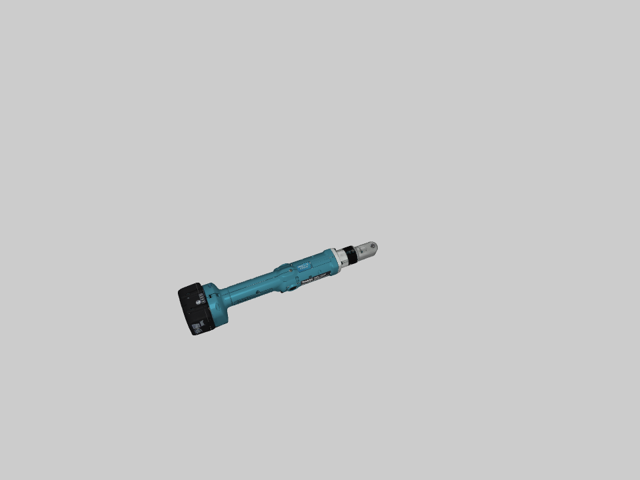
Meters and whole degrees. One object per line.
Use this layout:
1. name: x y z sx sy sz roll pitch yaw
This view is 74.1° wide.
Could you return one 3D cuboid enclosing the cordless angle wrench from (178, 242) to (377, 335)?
1. cordless angle wrench: -0.068 0.078 0.871 0.422 0.074 0.098 -18 -24 -17
